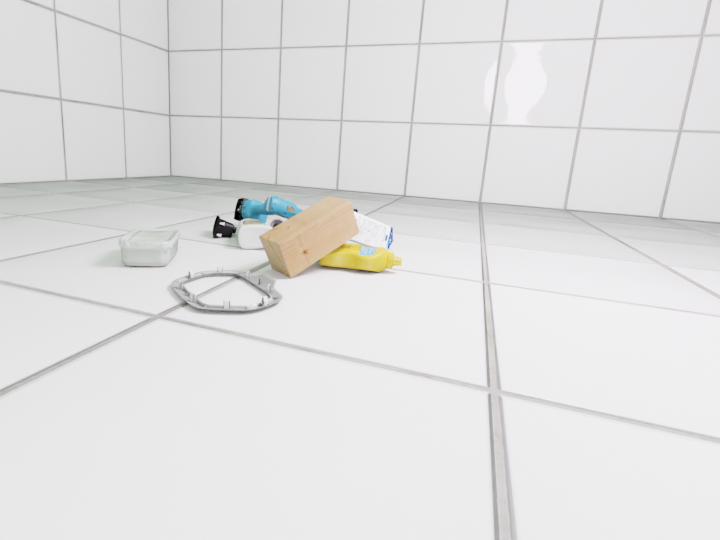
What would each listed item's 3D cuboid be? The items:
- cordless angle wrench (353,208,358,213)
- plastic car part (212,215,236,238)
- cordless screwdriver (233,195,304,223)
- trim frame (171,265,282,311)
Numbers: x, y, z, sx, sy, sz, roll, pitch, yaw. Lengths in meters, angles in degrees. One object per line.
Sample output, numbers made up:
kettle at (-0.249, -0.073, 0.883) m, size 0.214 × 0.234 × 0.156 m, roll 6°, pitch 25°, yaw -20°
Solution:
cordless angle wrench at (-0.130, -0.145, 1.396) m, size 0.102 × 0.073 × 0.412 m, roll 10°, pitch 19°, yaw 23°
plastic car part at (-0.422, -0.133, 1.319) m, size 0.069 × 0.066 × 0.121 m, roll 15°, pitch 7°, yaw -19°
cordless screwdriver at (-0.294, -0.189, 1.380) m, size 0.150 × 0.075 × 0.261 m, roll 17°, pitch -10°, yaw -43°
trim frame at (-0.254, 0.030, 0.805) m, size 0.176 × 0.027 × 0.262 m, roll -7°, pitch 16°, yaw -36°
